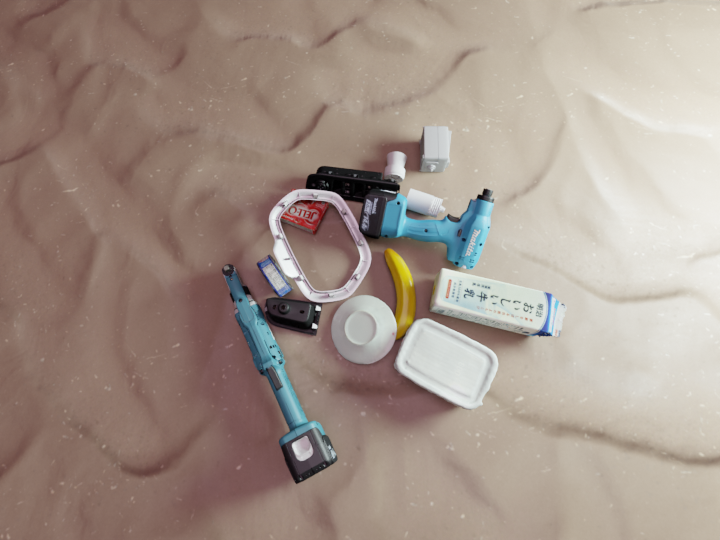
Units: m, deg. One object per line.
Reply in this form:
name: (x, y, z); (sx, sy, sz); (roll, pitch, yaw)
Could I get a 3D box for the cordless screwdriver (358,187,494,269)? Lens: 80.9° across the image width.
cordless screwdriver: (0.129, -0.111, 0.840); (0.253, 0.074, 0.158); (17, 102, 9)

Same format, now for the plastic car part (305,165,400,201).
plastic car part: (-0.018, -0.192, 0.915); (0.205, 0.064, 0.068); (6, 60, 6)

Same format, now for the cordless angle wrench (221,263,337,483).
cordless angle wrench: (-0.174, 0.167, 0.800); (0.074, 0.095, 0.439); (-28, 67, -7)

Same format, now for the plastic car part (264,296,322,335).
plastic car part: (-0.139, 0.081, 0.829); (0.118, 0.069, 0.067); (10, 72, 4)

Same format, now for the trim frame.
trim frame: (-0.085, -0.056, 0.870); (0.183, 0.027, 0.251); (-26, 84, -7)
